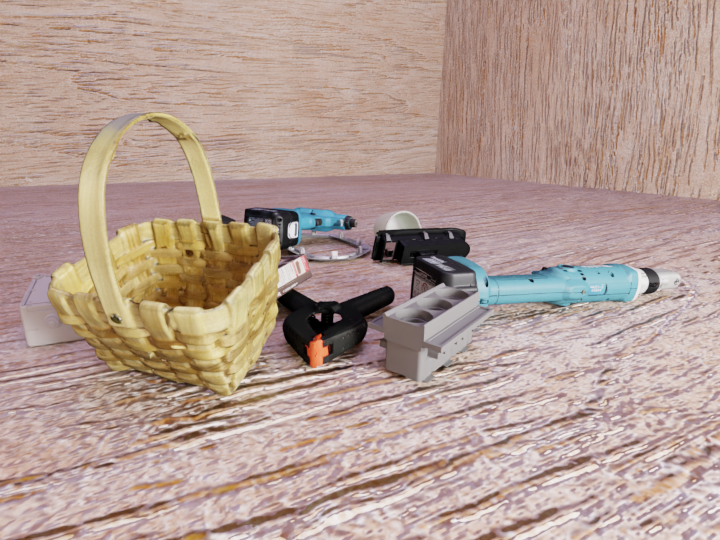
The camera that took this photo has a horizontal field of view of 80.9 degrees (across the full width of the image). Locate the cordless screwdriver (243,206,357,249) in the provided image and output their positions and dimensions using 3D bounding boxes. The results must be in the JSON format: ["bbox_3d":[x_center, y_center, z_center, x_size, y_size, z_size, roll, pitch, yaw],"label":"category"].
[{"bbox_3d":[-0.119,-0.095,0.876,0.165,0.073,0.242,8,14,22],"label":"cordless screwdriver"}]

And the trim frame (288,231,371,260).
[{"bbox_3d":[-0.089,-0.058,0.906,0.177,0.027,0.262,-11,22,-30],"label":"trim frame"}]

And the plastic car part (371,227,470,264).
[{"bbox_3d":[0.127,-0.045,0.805,0.197,0.065,0.070,-6,27,-22],"label":"plastic car part"}]

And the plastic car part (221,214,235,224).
[{"bbox_3d":[-0.257,-0.051,0.756,0.068,0.116,0.069,21,7,-24],"label":"plastic car part"}]

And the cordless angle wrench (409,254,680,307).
[{"bbox_3d":[0.279,0.019,0.588,0.413,0.073,0.102,-2,16,-16],"label":"cordless angle wrench"}]
